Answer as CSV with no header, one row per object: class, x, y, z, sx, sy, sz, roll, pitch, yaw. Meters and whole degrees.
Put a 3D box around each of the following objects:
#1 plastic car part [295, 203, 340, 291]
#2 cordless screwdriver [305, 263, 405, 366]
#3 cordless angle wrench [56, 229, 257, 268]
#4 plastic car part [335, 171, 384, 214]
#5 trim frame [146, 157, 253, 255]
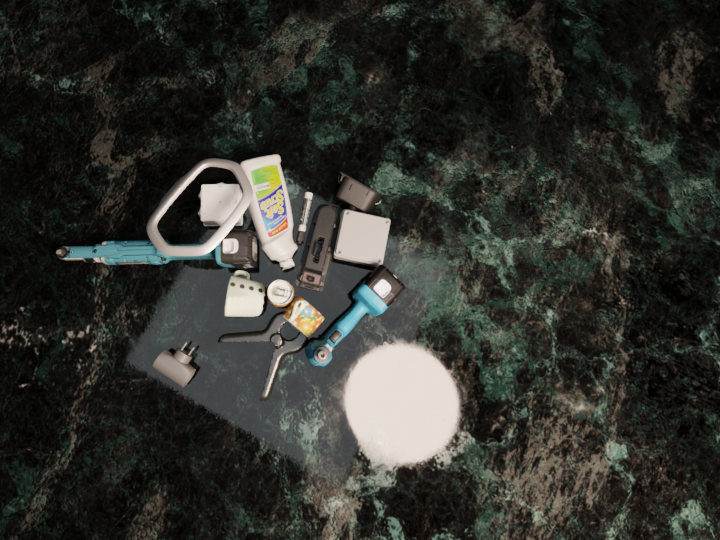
plastic car part,-0.092,-0.060,0.943,0.067,0.066,0.204,12,77,3
cordless screwdriver,-0.015,0.097,0.867,0.075,0.159,0.247,45,78,0
cordless angle wrench,-0.438,-0.041,0.911,0.424,0.097,0.075,-1,82,1
plastic car part,-0.012,-0.169,0.970,0.116,0.066,0.071,33,95,-2
trim frame,-0.335,-0.135,0.885,0.190,0.027,0.248,28,74,15
